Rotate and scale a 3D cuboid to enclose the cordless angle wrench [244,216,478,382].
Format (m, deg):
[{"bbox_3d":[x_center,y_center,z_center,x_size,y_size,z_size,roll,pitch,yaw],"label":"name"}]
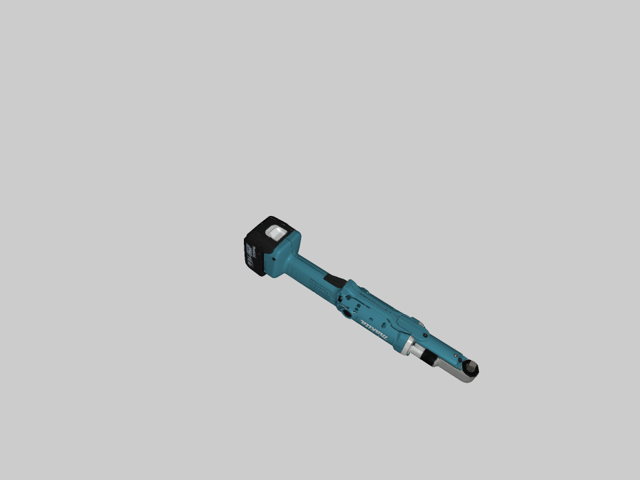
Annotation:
[{"bbox_3d":[0.057,0.101,0.696,0.423,0.098,0.074,31,52,19],"label":"cordless angle wrench"}]
